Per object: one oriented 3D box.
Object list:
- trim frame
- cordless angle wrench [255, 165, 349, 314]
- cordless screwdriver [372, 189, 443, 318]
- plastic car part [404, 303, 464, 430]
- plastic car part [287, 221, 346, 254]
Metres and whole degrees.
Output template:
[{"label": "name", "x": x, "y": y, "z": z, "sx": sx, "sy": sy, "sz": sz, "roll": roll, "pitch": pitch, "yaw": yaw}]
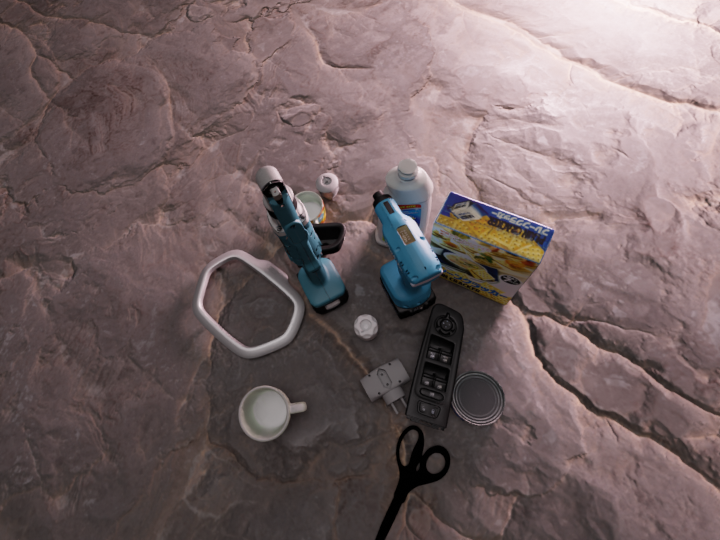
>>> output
[{"label": "trim frame", "x": -0.227, "y": 0.062, "z": 0.846, "sx": 0.258, "sy": 0.026, "sz": 0.183, "roll": 34, "pitch": 77, "yaw": 21}, {"label": "cordless angle wrench", "x": -0.088, "y": -0.034, "z": 0.653, "sx": 0.074, "sy": 0.409, "sz": 0.102, "roll": -27, "pitch": 69, "yaw": -5}, {"label": "cordless screwdriver", "x": 0.068, "y": -0.019, "z": 0.711, "sx": 0.074, "sy": 0.240, "sz": 0.165, "roll": -25, "pitch": 68, "yaw": -4}, {"label": "plastic car part", "x": 0.130, "y": 0.159, "z": 0.720, "sx": 0.068, "sy": 0.065, "sz": 0.205, "roll": 13, "pitch": 70, "yaw": 12}, {"label": "plastic car part", "x": -0.083, "y": -0.054, "z": 0.847, "sx": 0.118, "sy": 0.068, "sz": 0.067, "roll": -4, "pitch": 68, "yaw": 7}]
